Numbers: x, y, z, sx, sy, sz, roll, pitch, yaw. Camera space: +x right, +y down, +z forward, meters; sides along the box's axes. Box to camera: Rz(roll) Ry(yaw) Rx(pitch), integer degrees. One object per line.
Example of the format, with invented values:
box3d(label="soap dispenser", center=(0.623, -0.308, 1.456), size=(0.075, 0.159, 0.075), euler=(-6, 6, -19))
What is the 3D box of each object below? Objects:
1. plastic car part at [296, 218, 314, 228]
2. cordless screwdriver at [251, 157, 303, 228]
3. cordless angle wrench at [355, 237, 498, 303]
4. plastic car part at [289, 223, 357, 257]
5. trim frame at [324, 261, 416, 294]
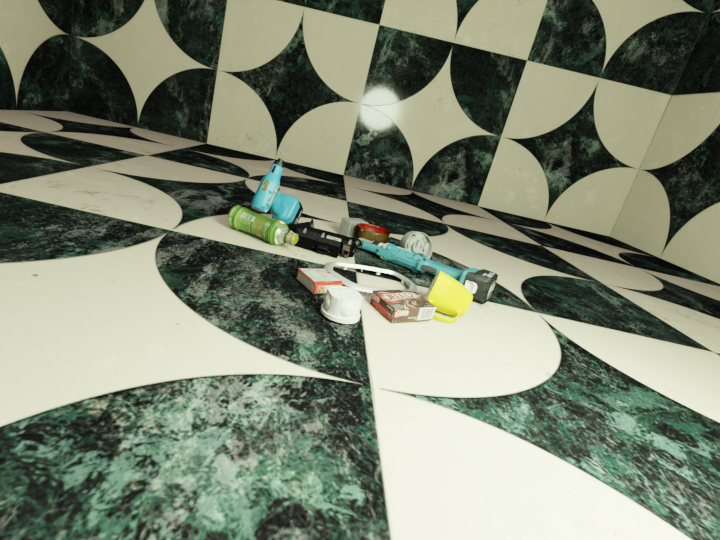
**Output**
box3d(label="plastic car part", center=(-0.179, -0.123, 1.301), size=(0.071, 0.065, 0.119), euler=(-2, 17, -4))
box3d(label="cordless screwdriver", center=(-0.241, -0.225, 1.283), size=(0.076, 0.159, 0.241), euler=(21, -7, 12))
box3d(label="cordless angle wrench", center=(0.166, -0.022, 1.221), size=(0.445, 0.073, 0.094), euler=(22, 19, 30))
box3d(label="plastic car part", center=(-0.118, -0.077, 1.209), size=(0.208, 0.064, 0.067), euler=(19, 44, 12))
box3d(label="trim frame", center=(0.026, 0.021, 1.056), size=(0.241, 0.027, 0.192), euler=(6, 21, -19))
